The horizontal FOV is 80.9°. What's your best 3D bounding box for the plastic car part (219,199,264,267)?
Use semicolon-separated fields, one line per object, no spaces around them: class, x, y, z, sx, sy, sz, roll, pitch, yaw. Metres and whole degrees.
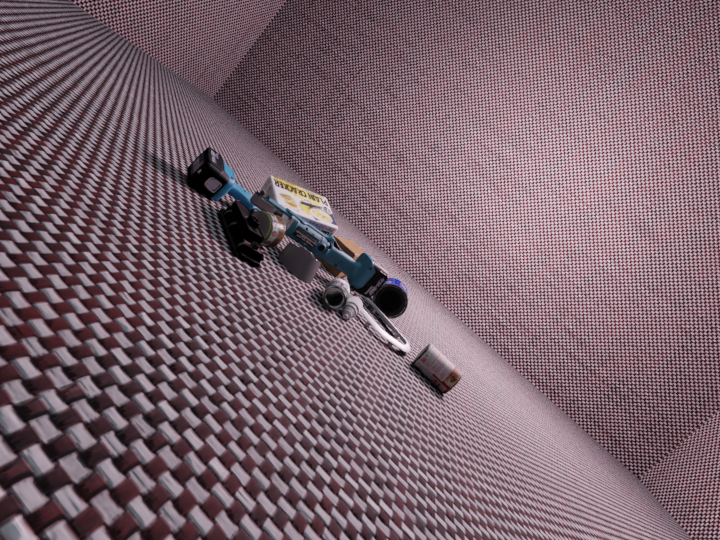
plastic car part;-0.240;-0.089;0.857;0.063;0.067;0.214;25;14;-39

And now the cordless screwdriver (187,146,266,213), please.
cordless screwdriver;-0.288;-0.168;1.000;0.235;0.075;0.167;39;17;-43

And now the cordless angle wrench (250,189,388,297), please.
cordless angle wrench;-0.103;-0.068;1.058;0.402;0.098;0.078;35;11;-30

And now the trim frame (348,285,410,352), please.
trim frame;0.038;0.124;1.104;0.262;0.027;0.174;45;10;36
